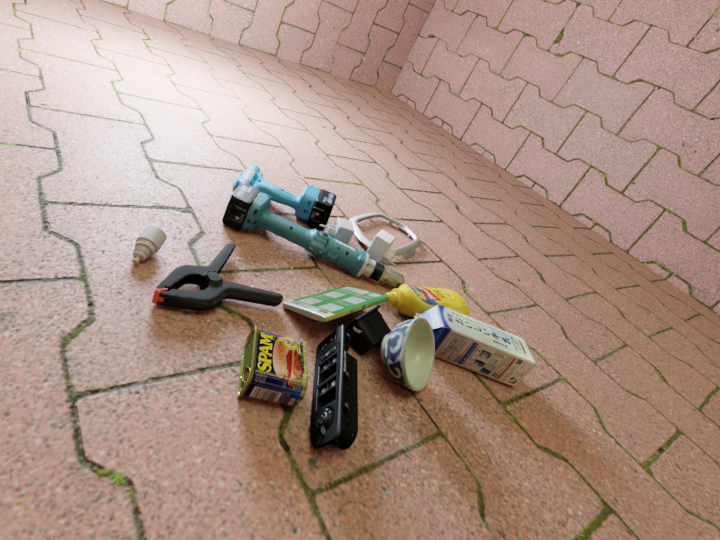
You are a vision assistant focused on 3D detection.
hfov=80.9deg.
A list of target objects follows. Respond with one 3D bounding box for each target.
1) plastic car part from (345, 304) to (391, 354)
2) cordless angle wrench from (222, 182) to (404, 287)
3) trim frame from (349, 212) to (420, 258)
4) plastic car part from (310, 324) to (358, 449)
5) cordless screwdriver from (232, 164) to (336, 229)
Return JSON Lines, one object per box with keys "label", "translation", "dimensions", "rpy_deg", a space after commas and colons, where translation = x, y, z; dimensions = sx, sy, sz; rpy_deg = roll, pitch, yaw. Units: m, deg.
{"label": "plastic car part", "translation": [0.020, 0.112, 0.762], "dimensions": [0.073, 0.067, 0.112], "rpy_deg": [54, 33, 14]}
{"label": "cordless angle wrench", "translation": [-0.091, -0.060, 0.931], "dimensions": [0.419, 0.074, 0.099], "rpy_deg": [26, 30, -5]}
{"label": "trim frame", "translation": [0.069, -0.098, 1.153], "dimensions": [0.192, 0.027, 0.240], "rpy_deg": [37, 30, 21]}
{"label": "plastic car part", "translation": [-0.035, 0.176, 0.619], "dimensions": [0.065, 0.067, 0.207], "rpy_deg": [46, 22, -21]}
{"label": "cordless screwdriver", "translation": [-0.188, -0.197, 1.068], "dimensions": [0.246, 0.073, 0.163], "rpy_deg": [18, 31, -7]}
